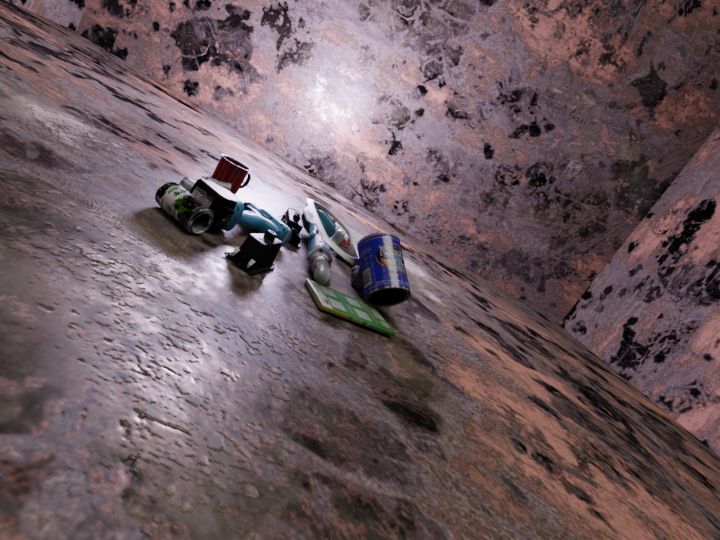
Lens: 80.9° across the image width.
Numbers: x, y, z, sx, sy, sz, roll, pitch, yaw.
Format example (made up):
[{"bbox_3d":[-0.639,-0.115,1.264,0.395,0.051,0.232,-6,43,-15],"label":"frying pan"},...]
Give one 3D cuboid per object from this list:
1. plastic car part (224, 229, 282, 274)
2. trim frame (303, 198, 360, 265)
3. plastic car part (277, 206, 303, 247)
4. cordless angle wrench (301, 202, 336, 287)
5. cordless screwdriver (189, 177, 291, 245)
[{"bbox_3d":[-0.183,-0.041,0.780,0.067,0.071,0.114,36,16,10],"label":"plastic car part"},{"bbox_3d":[-0.067,-0.096,1.052,0.174,0.028,0.260,34,21,-36],"label":"trim frame"},{"bbox_3d":[-0.186,-0.126,1.130,0.064,0.067,0.210,21,13,-18],"label":"plastic car part"},{"bbox_3d":[-0.103,-0.068,1.058,0.094,0.075,0.435,50,10,-22],"label":"cordless angle wrench"},{"bbox_3d":[-0.270,-0.129,0.913,0.167,0.074,0.237,38,10,27],"label":"cordless screwdriver"}]
